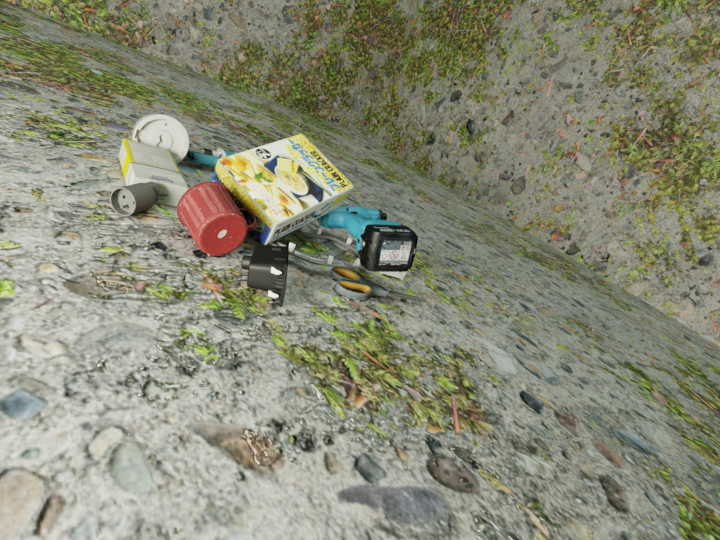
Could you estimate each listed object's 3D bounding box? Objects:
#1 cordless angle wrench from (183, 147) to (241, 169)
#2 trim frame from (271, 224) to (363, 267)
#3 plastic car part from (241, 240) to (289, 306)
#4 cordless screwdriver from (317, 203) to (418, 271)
[{"bbox_3d":[-0.261,-0.261,1.075,0.402,0.074,0.103,1,32,-42],"label":"cordless angle wrench"},{"bbox_3d":[-0.081,-0.053,0.824,0.236,0.027,0.195,2,25,-43],"label":"trim frame"},{"bbox_3d":[-0.142,-0.006,0.630,0.070,0.065,0.120,6,22,-13],"label":"plastic car part"},{"bbox_3d":[0.029,-0.079,0.836,0.154,0.073,0.262,-2,23,-25],"label":"cordless screwdriver"}]
